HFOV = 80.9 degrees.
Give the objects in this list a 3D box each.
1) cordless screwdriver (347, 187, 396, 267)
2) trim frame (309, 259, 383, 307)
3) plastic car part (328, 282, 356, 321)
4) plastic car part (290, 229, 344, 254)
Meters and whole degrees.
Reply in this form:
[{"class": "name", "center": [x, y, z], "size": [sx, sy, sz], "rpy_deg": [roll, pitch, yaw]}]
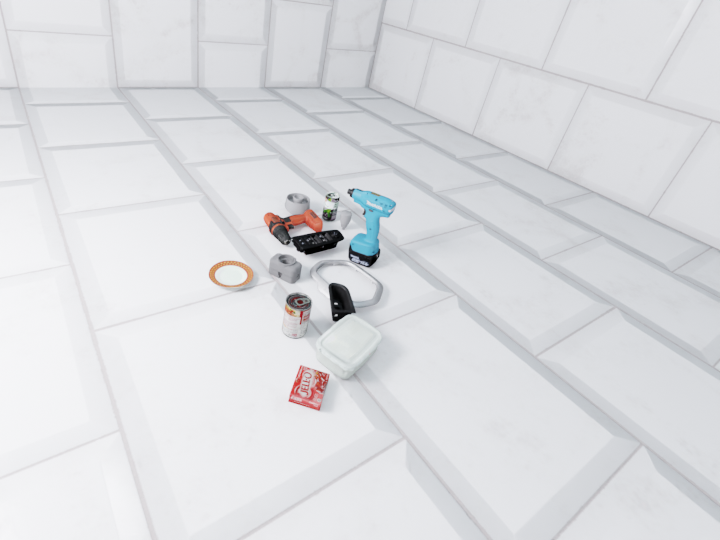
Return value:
[{"class": "cordless screwdriver", "center": [0.010, -0.143, 1.371], "size": [0.165, 0.244, 0.073], "rpy_deg": [26, 35, 18]}, {"class": "trim frame", "center": [-0.044, 0.035, 1.294], "size": [0.178, 0.027, 0.262], "rpy_deg": [-23, 47, -39]}, {"class": "plastic car part", "center": [-0.060, 0.096, 1.166], "size": [0.064, 0.069, 0.121], "rpy_deg": [2, 35, -15]}, {"class": "plastic car part", "center": [-0.138, -0.090, 1.414], "size": [0.196, 0.066, 0.070], "rpy_deg": [-20, 46, -37]}]
